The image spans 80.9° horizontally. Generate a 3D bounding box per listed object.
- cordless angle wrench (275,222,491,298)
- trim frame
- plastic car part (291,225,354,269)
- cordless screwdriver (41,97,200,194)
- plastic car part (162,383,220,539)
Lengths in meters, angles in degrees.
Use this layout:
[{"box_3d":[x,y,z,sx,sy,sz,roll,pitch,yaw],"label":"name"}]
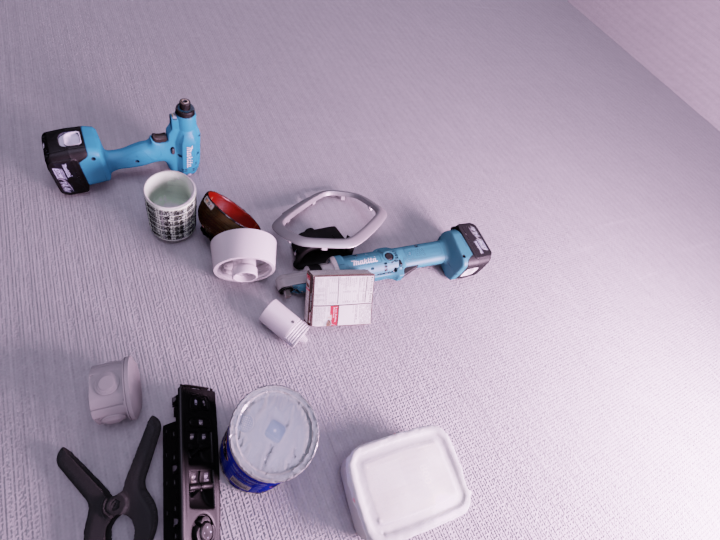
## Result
[{"box_3d":[0.046,-0.011,0.788,0.411,0.074,0.102,-10,62,-22],"label":"cordless angle wrench"},{"box_3d":[-0.056,-0.100,0.795,0.191,0.027,0.246,18,37,19],"label":"trim frame"},{"box_3d":[-0.076,-0.050,0.781,0.113,0.065,0.074,-8,49,-22],"label":"plastic car part"},{"box_3d":[-0.400,-0.218,0.726,0.241,0.158,0.077,-16,66,-26],"label":"cordless screwdriver"},{"box_3d":[-0.213,0.251,0.519,0.068,0.063,0.211,-25,59,9],"label":"plastic car part"}]
